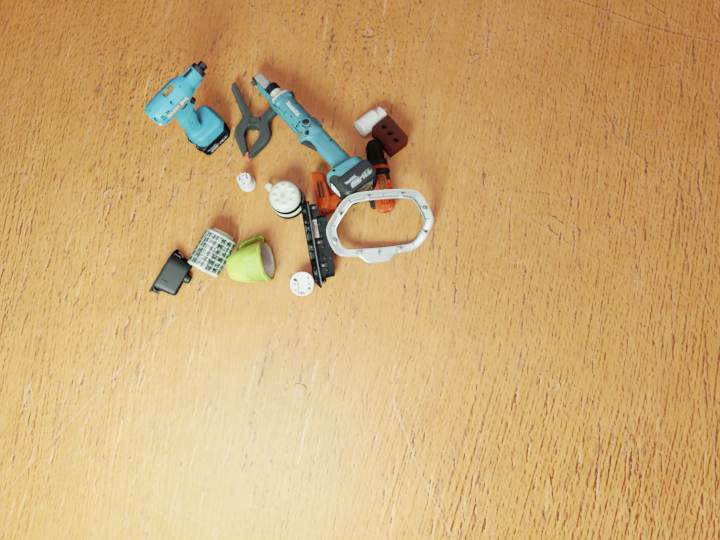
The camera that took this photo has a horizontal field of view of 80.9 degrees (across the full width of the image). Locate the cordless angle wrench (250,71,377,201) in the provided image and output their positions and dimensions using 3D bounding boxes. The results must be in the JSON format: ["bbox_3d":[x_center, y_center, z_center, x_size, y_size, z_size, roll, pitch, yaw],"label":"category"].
[{"bbox_3d":[-0.126,-0.335,1.001,0.097,0.072,0.437,-38,72,-7],"label":"cordless angle wrench"}]

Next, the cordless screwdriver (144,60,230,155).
[{"bbox_3d":[-0.374,-0.369,0.976,0.075,0.245,0.159,45,91,4],"label":"cordless screwdriver"}]

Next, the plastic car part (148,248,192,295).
[{"bbox_3d":[-0.447,0.014,1.023,0.070,0.067,0.116,32,81,-9],"label":"plastic car part"}]

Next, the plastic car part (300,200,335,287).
[{"bbox_3d":[-0.096,-0.063,0.985,0.065,0.069,0.201,-8,98,-25],"label":"plastic car part"}]

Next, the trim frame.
[{"bbox_3d":[0.046,-0.098,0.954,0.245,0.179,0.029,-5,36,-9],"label":"trim frame"}]
